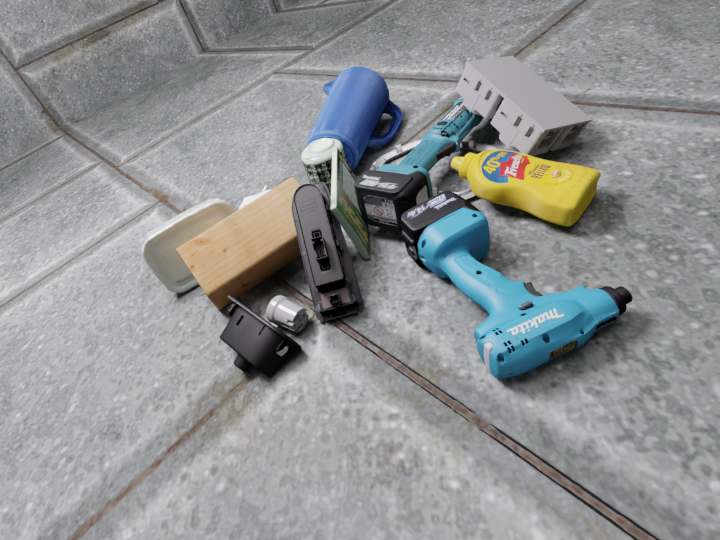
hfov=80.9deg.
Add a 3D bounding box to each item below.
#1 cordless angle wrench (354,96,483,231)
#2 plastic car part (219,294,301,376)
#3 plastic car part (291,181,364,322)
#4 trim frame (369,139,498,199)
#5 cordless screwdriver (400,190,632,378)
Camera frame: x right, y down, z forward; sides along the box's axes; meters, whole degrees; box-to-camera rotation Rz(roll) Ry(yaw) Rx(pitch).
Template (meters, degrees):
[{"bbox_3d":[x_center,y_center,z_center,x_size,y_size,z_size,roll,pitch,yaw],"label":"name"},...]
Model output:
[{"bbox_3d":[0.143,-0.225,0.721,0.103,0.071,0.419,16,52,35],"label":"cordless angle wrench"},{"bbox_3d":[-0.141,0.094,0.553,0.123,0.062,0.071,28,76,40],"label":"plastic car part"},{"bbox_3d":[-0.057,-0.037,0.580,0.067,0.064,0.209,-20,67,10],"label":"plastic car part"},{"bbox_3d":[0.125,-0.183,0.746,0.263,0.026,0.182,22,59,38],"label":"trim frame"},{"bbox_3d":[0.162,-0.005,0.503,0.159,0.071,0.262,-26,44,-3],"label":"cordless screwdriver"}]
